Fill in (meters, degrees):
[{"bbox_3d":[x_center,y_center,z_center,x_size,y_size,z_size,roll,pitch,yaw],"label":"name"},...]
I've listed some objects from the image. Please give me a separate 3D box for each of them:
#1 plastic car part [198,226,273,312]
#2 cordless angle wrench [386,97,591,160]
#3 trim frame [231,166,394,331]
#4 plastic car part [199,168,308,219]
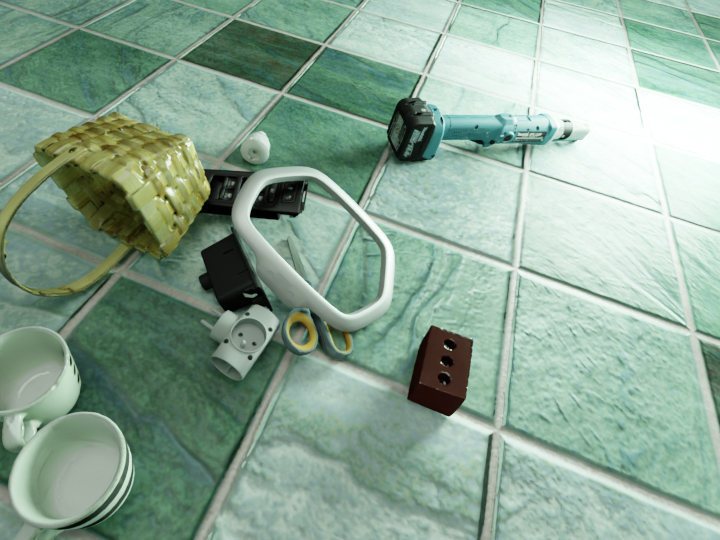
[{"bbox_3d":[-0.168,0.007,0.540,0.070,0.063,0.122,-29,57,-12],"label":"plastic car part"},{"bbox_3d":[0.261,-0.264,0.794,0.413,0.096,0.077,-6,57,-17],"label":"cordless angle wrench"},{"bbox_3d":[-0.054,-0.035,0.550,0.247,0.028,0.182,45,54,-4],"label":"trim frame"},{"bbox_3d":[-0.179,-0.109,0.617,0.204,0.066,0.067,7,70,2],"label":"plastic car part"}]
